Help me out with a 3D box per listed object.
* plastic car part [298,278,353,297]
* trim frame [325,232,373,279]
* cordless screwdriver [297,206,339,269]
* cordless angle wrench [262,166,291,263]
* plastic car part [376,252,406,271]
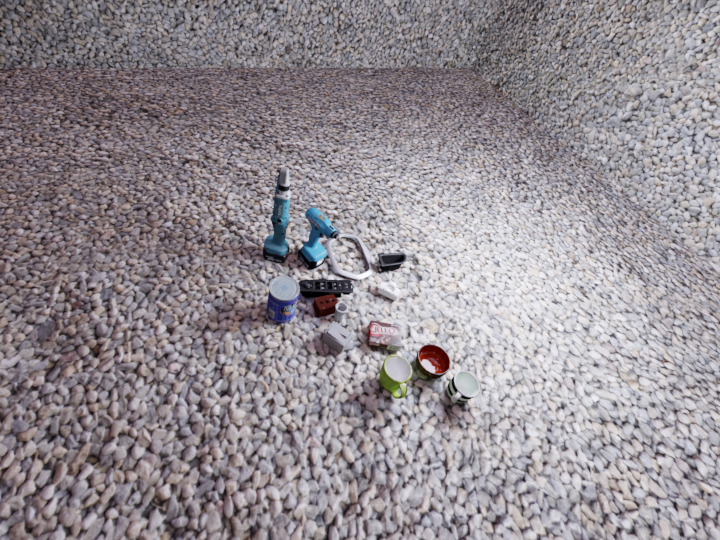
[{"bbox_3d":[-0.133,0.068,1.547,0.200,0.066,0.068,4,47,-8],"label":"plastic car part"},{"bbox_3d":[-0.042,-0.061,1.713,0.179,0.027,0.260,-8,50,-18],"label":"trim frame"},{"bbox_3d":[-0.154,-0.101,1.578,0.072,0.244,0.166,-27,60,-34],"label":"cordless screwdriver"},{"bbox_3d":[-0.289,-0.195,1.521,0.098,0.415,0.076,15,46,-3],"label":"cordless angle wrench"},{"bbox_3d":[0.123,-0.027,1.685,0.114,0.069,0.069,-3,49,-16],"label":"plastic car part"}]
